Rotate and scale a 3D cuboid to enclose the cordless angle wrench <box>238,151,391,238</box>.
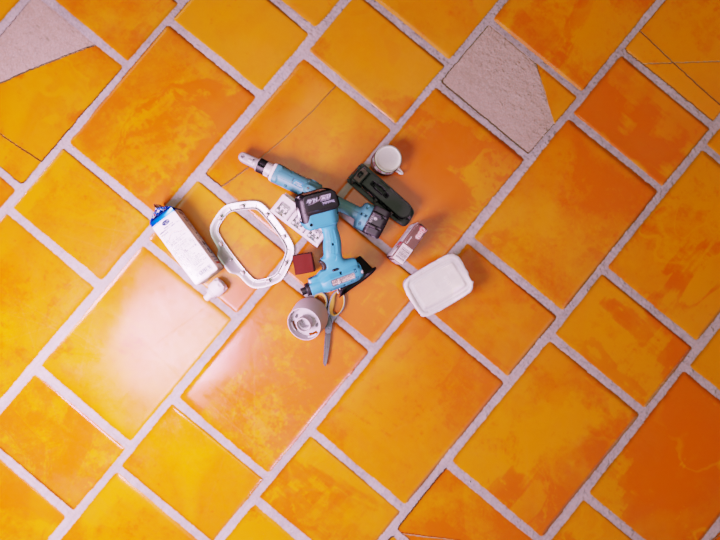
[{"bbox_3d":[-0.129,-0.208,1.098,0.426,0.097,0.074,27,92,3],"label":"cordless angle wrench"}]

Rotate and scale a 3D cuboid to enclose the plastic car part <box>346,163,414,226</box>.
[{"bbox_3d":[0.062,-0.201,1.114,0.202,0.067,0.066,42,81,-3],"label":"plastic car part"}]

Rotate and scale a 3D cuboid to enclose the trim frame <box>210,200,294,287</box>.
[{"bbox_3d":[-0.289,-0.071,1.123,0.184,0.027,0.248,-36,91,0],"label":"trim frame"}]

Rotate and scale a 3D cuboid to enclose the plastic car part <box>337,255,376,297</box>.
[{"bbox_3d":[-0.026,0.006,1.105,0.115,0.065,0.073,-37,78,-19],"label":"plastic car part"}]

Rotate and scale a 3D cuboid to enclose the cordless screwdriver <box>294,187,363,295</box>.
[{"bbox_3d":[-0.099,-0.065,1.010,0.157,0.077,0.243,-20,106,-10],"label":"cordless screwdriver"}]
